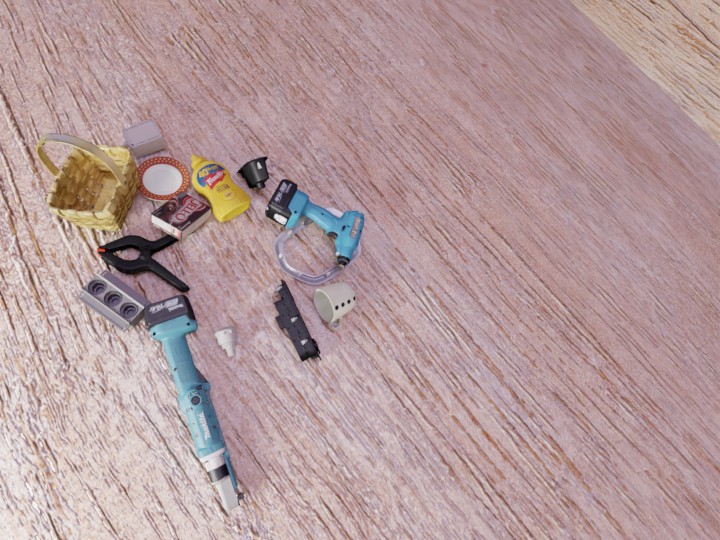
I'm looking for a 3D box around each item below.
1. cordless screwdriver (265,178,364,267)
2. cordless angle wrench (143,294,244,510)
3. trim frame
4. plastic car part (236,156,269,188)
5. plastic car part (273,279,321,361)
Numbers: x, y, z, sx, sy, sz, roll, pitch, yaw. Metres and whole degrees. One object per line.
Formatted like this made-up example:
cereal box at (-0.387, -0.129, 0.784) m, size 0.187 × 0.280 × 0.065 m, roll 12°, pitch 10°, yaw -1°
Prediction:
cordless screwdriver at (-0.116, -0.115, 1.058) m, size 0.244 × 0.075 × 0.161 m, roll 23°, pitch 62°, yaw -10°
cordless angle wrench at (-0.330, 0.260, 0.850) m, size 0.095 × 0.074 × 0.433 m, roll -19°, pitch 74°, yaw -24°
trim frame at (-0.107, -0.070, 1.090) m, size 0.244 × 0.027 × 0.188 m, roll -35°, pitch 78°, yaw -25°
plastic car part at (-0.266, -0.243, 1.085) m, size 0.064 × 0.121 × 0.070 m, roll -21°, pitch 100°, yaw -26°
plastic car part at (-0.151, 0.122, 0.967) m, size 0.066 × 0.066 × 0.208 m, roll -28°, pitch 76°, yaw -16°
